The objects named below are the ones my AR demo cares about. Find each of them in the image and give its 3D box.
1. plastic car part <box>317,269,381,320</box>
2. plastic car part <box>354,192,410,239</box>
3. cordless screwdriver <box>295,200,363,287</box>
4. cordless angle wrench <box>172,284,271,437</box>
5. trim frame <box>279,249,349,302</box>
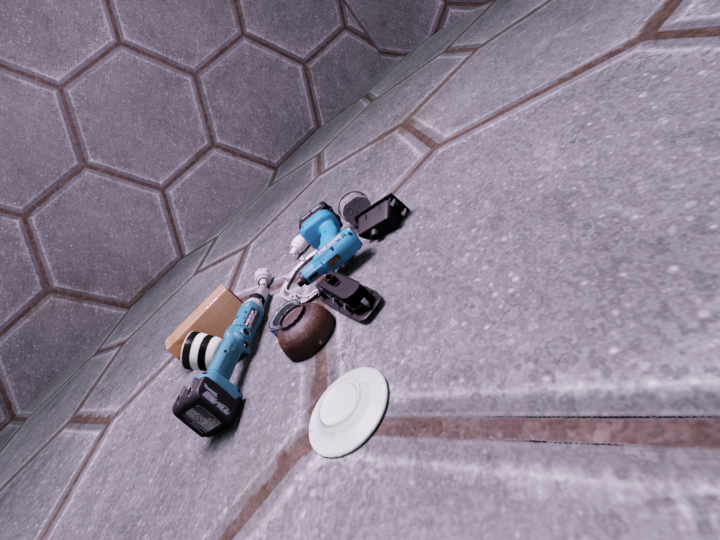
[{"bbox_3d":[-0.030,0.035,0.769,0.066,0.065,0.212,-39,25,-14],"label":"plastic car part"},{"bbox_3d":[0.040,-0.101,0.901,0.119,0.063,0.073,-29,39,36],"label":"plastic car part"},{"bbox_3d":[-0.094,-0.062,0.963,0.160,0.071,0.259,-40,27,5],"label":"cordless screwdriver"},{"bbox_3d":[-0.258,0.146,0.895,0.075,0.095,0.430,-37,20,20],"label":"cordless angle wrench"},{"bbox_3d":[-0.110,0.000,0.989,0.183,0.026,0.258,-48,23,-16],"label":"trim frame"}]
